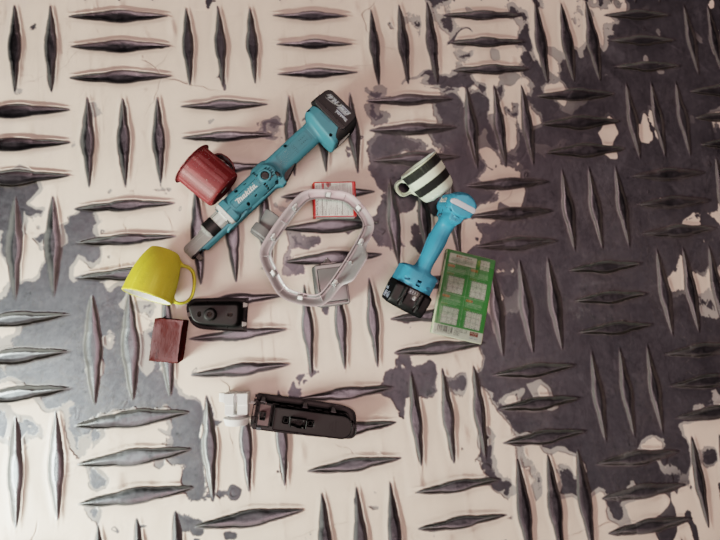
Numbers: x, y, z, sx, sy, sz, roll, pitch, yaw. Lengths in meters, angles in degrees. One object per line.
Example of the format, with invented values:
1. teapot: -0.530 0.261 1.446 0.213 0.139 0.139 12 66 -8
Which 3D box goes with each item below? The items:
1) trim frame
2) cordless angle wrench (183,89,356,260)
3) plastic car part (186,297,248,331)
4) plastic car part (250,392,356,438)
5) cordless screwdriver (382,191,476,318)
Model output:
1. trim frame: -0.078 -0.051 0.800 0.185 0.027 0.248 32 71 4
2. cordless angle wrench: -0.185 -0.180 0.832 0.098 0.075 0.421 45 82 -2
3. plastic car part: -0.268 0.081 0.785 0.114 0.072 0.066 3 83 -11
4. plastic car part: -0.100 0.276 0.787 0.200 0.067 0.067 10 76 -9
5. cordless screwdriver: 0.132 -0.039 0.831 0.074 0.160 0.248 28 96 -5
